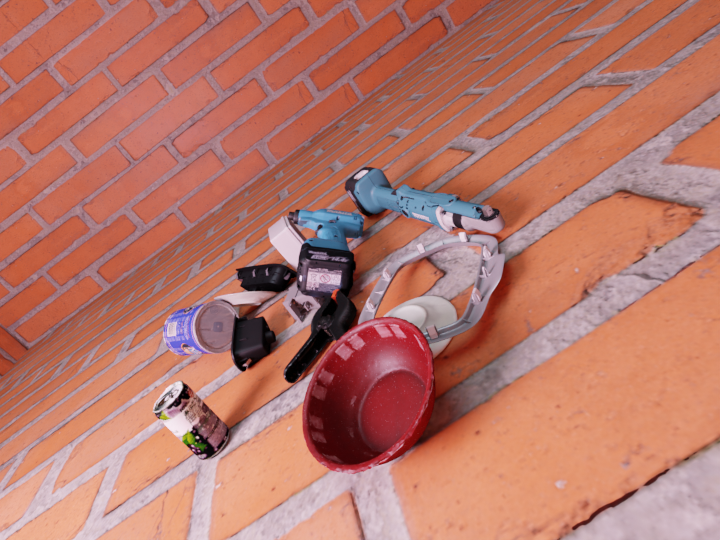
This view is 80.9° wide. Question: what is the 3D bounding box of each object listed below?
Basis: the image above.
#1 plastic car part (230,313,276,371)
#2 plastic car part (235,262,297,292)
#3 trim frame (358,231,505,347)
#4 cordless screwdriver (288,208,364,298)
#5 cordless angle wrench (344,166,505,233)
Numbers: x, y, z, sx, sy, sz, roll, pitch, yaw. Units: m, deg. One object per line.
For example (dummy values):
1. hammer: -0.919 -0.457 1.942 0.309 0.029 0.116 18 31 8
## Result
1. plastic car part: -0.184 0.122 0.741 0.071 0.063 0.121 -23 26 -3
2. plastic car part: -0.221 0.021 0.957 0.211 0.063 0.067 -11 43 45
3. trim frame: 0.094 0.014 0.554 0.191 0.027 0.247 -10 27 32
4. cordless screwdriver: -0.078 -0.051 0.797 0.160 0.073 0.253 8 31 0
5. cordless angle wrench: 0.099 -0.122 0.766 0.074 0.094 0.443 -40 28 -9
